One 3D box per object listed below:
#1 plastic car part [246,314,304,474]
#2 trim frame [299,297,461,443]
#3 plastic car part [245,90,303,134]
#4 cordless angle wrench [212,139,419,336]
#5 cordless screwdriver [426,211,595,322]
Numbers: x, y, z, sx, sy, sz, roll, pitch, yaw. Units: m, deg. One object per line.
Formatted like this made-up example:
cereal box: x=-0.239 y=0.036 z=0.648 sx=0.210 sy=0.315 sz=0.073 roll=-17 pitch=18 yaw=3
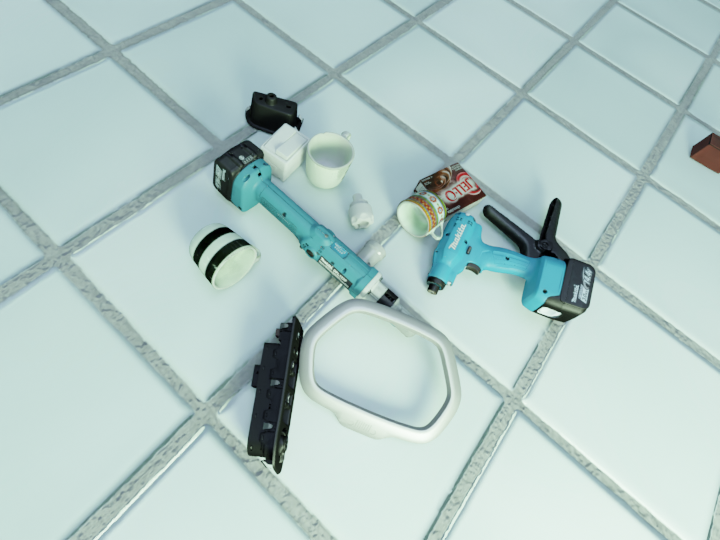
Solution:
plastic car part: x=-0.119 y=0.167 z=0.585 sx=0.067 sy=0.065 sz=0.208 roll=1 pitch=62 yaw=-2
trim frame: x=0.030 y=0.147 z=0.620 sx=0.248 sy=0.027 sz=0.185 roll=22 pitch=75 yaw=-2
plastic car part: x=-0.169 y=-0.311 z=0.825 sx=0.115 sy=0.070 sz=0.067 roll=19 pitch=60 yaw=-6
cordless angle wrench: x=-0.068 y=-0.044 z=0.694 sx=0.430 sy=0.097 sz=0.073 roll=42 pitch=58 yaw=8
cordless screwdriver: x=0.245 y=0.013 z=0.720 sx=0.256 sy=0.072 sz=0.159 roll=25 pitch=70 yaw=13
